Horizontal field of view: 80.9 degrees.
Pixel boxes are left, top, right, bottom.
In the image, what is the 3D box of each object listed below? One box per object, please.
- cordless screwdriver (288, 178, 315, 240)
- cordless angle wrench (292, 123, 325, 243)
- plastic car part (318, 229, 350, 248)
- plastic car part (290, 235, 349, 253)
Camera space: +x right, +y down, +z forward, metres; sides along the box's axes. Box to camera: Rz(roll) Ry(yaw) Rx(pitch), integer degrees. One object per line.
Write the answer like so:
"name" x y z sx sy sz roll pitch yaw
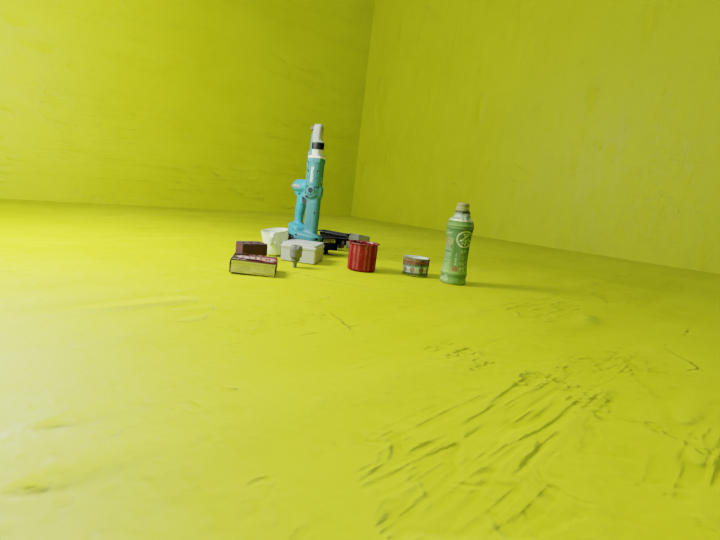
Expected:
"cordless screwdriver" -0.210 -0.205 1.533 0.071 0.247 0.167 3 9 -28
"cordless angle wrench" -0.153 -0.257 1.365 0.101 0.420 0.072 9 8 20
"plastic car part" -0.102 -0.112 1.578 0.119 0.070 0.065 8 9 11
"plastic car part" -0.143 -0.094 1.463 0.206 0.066 0.066 7 9 8
